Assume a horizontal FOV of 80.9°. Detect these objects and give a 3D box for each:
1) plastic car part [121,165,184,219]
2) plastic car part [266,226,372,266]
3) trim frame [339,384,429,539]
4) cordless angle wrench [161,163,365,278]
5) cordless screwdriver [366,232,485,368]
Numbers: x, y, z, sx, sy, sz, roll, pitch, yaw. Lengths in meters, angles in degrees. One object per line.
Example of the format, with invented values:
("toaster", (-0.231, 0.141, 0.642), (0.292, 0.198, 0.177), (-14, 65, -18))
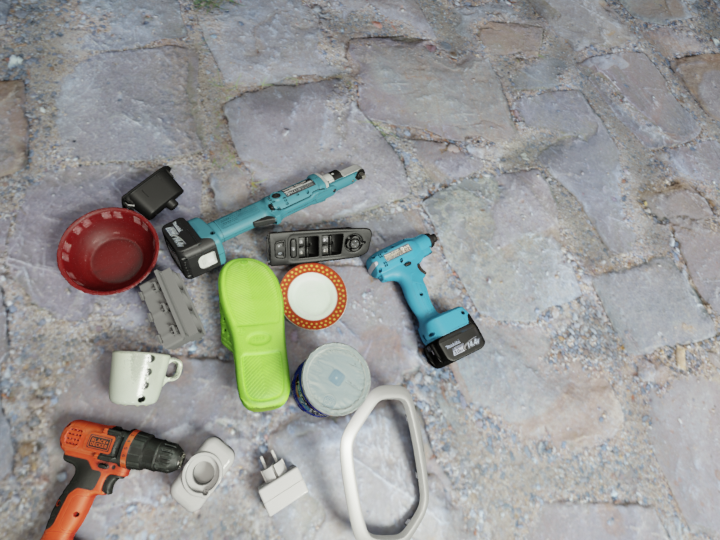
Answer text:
("plastic car part", (-0.383, -0.140, 0.800), (0.070, 0.067, 0.115), (48, 62, -9))
("plastic car part", (-0.079, -0.052, 0.812), (0.200, 0.069, 0.065), (-4, 105, -10))
("trim frame", (0.043, 0.302, 0.651), (0.177, 0.029, 0.248), (-12, 90, -38))
("cordless angle wrench", (-0.162, -0.122, 0.818), (0.414, 0.072, 0.103), (-30, 54, -25))
("cordless screwdriver", (0.138, 0.046, 0.805), (0.156, 0.073, 0.257), (-26, 70, -20))
